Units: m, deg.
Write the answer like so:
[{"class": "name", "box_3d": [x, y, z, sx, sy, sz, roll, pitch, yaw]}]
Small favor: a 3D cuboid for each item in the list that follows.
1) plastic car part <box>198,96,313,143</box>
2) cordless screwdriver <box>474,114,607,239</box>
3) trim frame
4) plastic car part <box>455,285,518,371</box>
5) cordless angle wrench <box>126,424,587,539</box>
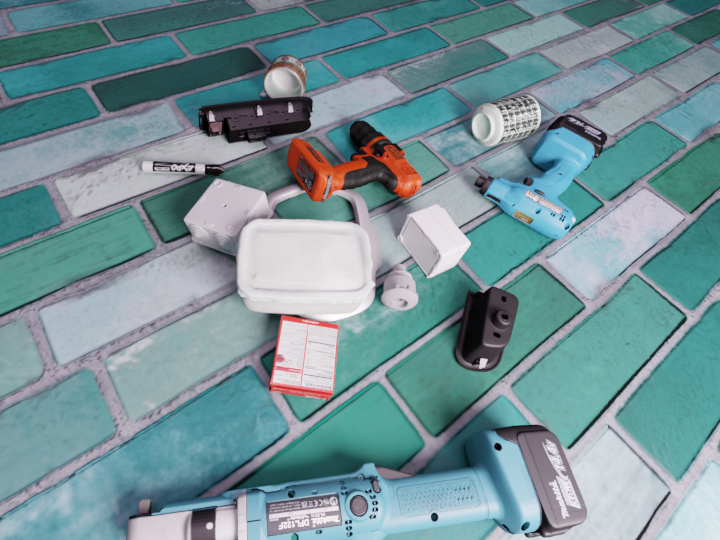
[{"class": "plastic car part", "box_3d": [-0.167, -0.255, 0.720, 0.198, 0.066, 0.069, -19, 72, -20]}, {"class": "cordless screwdriver", "box_3d": [0.312, -0.177, 0.732, 0.163, 0.073, 0.247, 32, 61, 12]}, {"class": "trim frame", "box_3d": [-0.060, -0.039, 0.610, 0.182, 0.027, 0.257, 0, 54, -7]}, {"class": "plastic car part", "box_3d": [0.170, 0.068, 0.543, 0.067, 0.070, 0.117, 23, 53, 5]}, {"class": "cordless angle wrench", "box_3d": [-0.005, 0.228, 0.411, 0.417, 0.073, 0.101, -4, 57, -8]}]
